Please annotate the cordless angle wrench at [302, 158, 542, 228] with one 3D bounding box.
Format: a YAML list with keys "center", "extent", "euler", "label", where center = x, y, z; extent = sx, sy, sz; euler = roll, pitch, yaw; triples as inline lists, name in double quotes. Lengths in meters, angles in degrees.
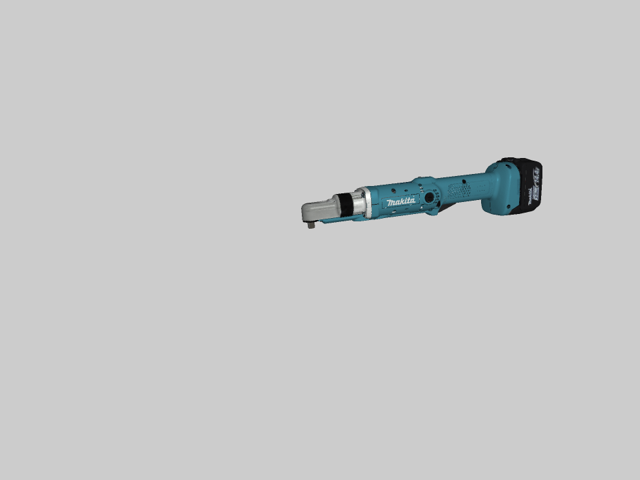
- center: [0.174, -0.074, 0.721]
  extent: [0.422, 0.098, 0.074]
  euler: [-8, 15, -14]
  label: "cordless angle wrench"
